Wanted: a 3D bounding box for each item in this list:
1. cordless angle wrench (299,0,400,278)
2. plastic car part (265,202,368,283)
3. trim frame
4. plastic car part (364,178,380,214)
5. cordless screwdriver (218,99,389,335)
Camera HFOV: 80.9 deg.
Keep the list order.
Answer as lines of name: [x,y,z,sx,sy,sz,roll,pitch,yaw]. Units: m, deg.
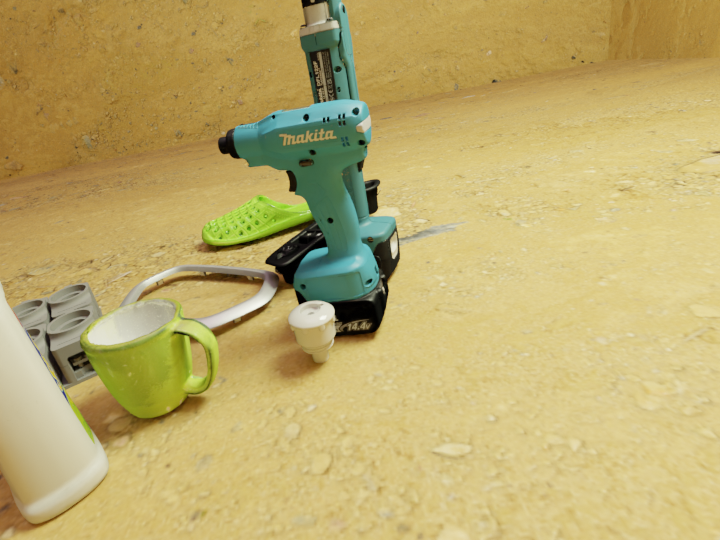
cordless angle wrench: [-0.025,-0.184,0.527,0.102,0.411,0.074,2,26,24]
plastic car part: [-0.064,-0.042,0.650,0.070,0.065,0.198,10,33,37]
trim frame: [-0.236,0.033,0.616,0.258,0.027,0.183,1,29,24]
plastic car part: [-0.013,-0.119,0.779,0.116,0.069,0.068,-14,25,-5]
cordless screwdriver: [-0.055,-0.049,0.463,0.163,0.241,0.074,-3,24,17]
